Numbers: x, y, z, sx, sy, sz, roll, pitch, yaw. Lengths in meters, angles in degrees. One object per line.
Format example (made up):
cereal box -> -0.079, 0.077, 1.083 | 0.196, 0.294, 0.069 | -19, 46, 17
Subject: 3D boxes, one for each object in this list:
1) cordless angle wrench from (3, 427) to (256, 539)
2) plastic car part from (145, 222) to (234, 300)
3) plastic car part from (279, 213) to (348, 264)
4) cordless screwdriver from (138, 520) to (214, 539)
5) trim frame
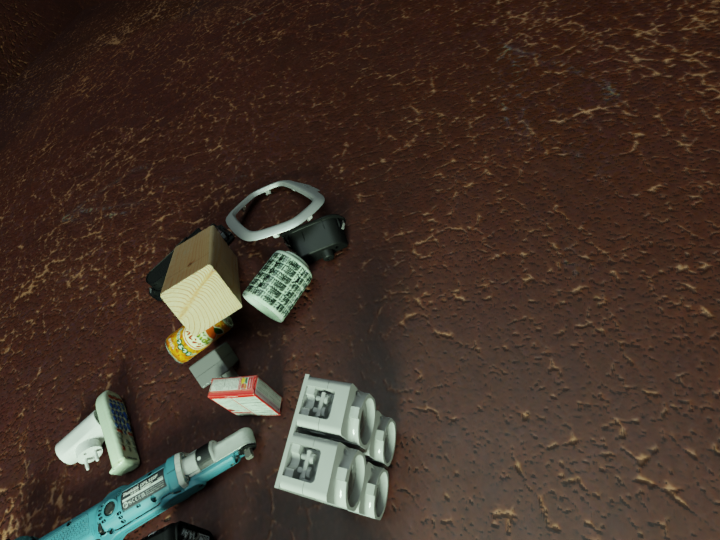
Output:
cordless angle wrench -> -0.333, 0.338, 0.589 | 0.422, 0.070, 0.103 | -31, 51, -2
plastic car part -> -0.354, -0.023, 0.855 | 0.070, 0.064, 0.202 | 36, 79, 30
plastic car part -> -0.074, -0.048, 0.753 | 0.117, 0.063, 0.073 | -20, 67, 5
cordless screwdriver -> -0.198, 0.404, 0.426 | 0.074, 0.151, 0.261 | -29, 49, 0
trim frame -> -0.167, -0.121, 0.818 | 0.182, 0.026, 0.262 | -36, 33, -15
